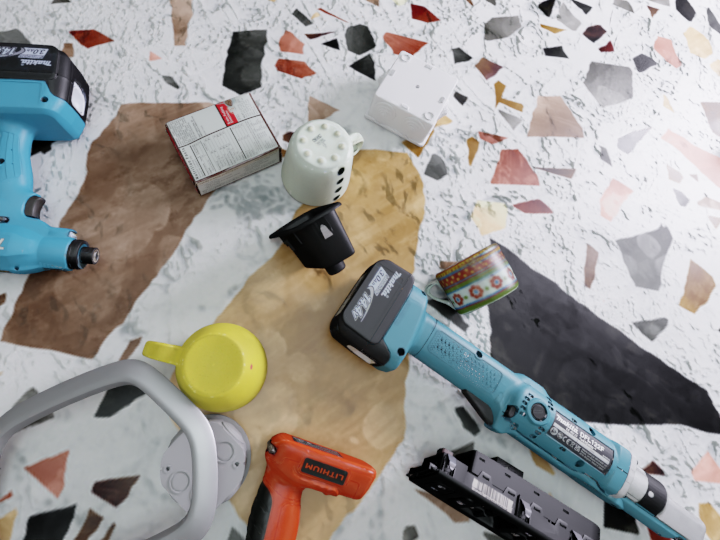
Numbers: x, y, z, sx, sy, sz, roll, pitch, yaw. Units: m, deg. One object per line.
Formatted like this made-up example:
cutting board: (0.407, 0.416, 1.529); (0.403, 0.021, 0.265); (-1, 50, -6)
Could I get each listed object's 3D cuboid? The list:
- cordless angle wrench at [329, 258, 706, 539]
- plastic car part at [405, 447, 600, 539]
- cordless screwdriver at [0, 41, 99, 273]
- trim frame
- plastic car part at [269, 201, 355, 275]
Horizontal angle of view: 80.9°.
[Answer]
cordless angle wrench: (0.165, 0.144, 0.436); (0.425, 0.074, 0.098); (35, 72, 3)
plastic car part: (0.151, 0.233, 0.413); (0.205, 0.066, 0.066); (34, 46, 6)
cordless screwdriver: (-0.352, -0.119, 0.464); (0.158, 0.074, 0.252); (4, 76, -6)
trim frame: (-0.236, 0.186, 0.367); (0.249, 0.027, 0.188); (-25, 75, 4)
plastic car part: (-0.044, -0.029, 0.453); (0.065, 0.121, 0.069); (-35, 107, -17)
